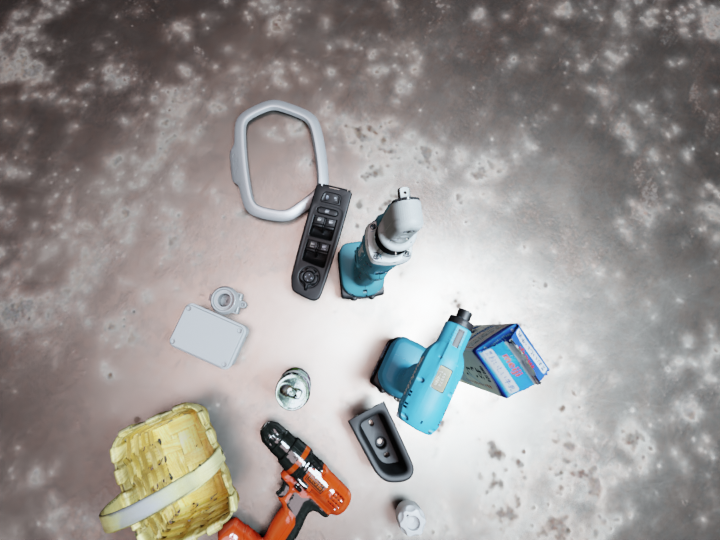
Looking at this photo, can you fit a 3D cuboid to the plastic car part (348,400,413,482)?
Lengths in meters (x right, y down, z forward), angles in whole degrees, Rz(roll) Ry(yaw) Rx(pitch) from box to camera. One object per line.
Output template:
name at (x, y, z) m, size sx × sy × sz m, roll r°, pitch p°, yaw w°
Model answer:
plastic car part at (0.033, 0.278, 0.687) m, size 0.065 × 0.070 × 0.118 m, roll -26°, pitch 82°, yaw -8°

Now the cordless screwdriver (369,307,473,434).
cordless screwdriver at (0.089, 0.134, 0.626) m, size 0.074 × 0.247 × 0.159 m, roll 28°, pitch 80°, yaw -2°

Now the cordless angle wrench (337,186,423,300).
cordless angle wrench at (0.019, -0.020, 0.568) m, size 0.074 × 0.421 × 0.099 m, roll -5°, pitch 83°, yaw -7°

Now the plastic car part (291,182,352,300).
plastic car part at (-0.073, -0.048, 0.751) m, size 0.066 × 0.066 × 0.204 m, roll 15°, pitch 79°, yaw -1°

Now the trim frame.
trim frame at (-0.157, -0.211, 0.802) m, size 0.183 × 0.027 × 0.252 m, roll -9°, pitch 79°, yaw -3°
